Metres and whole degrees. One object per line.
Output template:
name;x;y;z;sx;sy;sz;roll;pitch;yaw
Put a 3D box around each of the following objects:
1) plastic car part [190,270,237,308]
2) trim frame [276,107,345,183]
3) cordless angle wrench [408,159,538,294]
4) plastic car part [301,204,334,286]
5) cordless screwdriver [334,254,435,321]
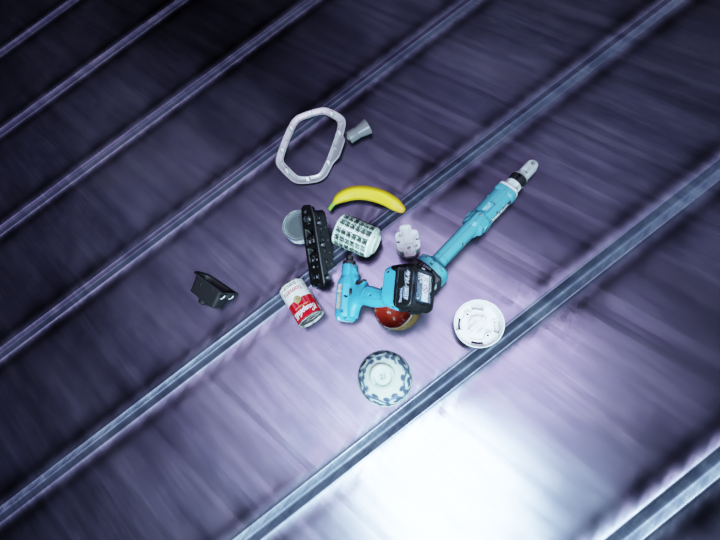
plastic car part;-0.386;0.057;1.082;0.121;0.063;0.071;27;93;22
trim frame;-0.136;-0.353;1.181;0.190;0.026;0.250;15;73;16
cordless angle wrench;0.268;-0.110;0.974;0.421;0.094;0.078;-45;68;-9
plastic car part;-0.101;-0.066;1.035;0.065;0.068;0.203;-12;88;-25
cordless screwdriver;0.040;0.027;0.929;0.259;0.070;0.161;-12;66;45
